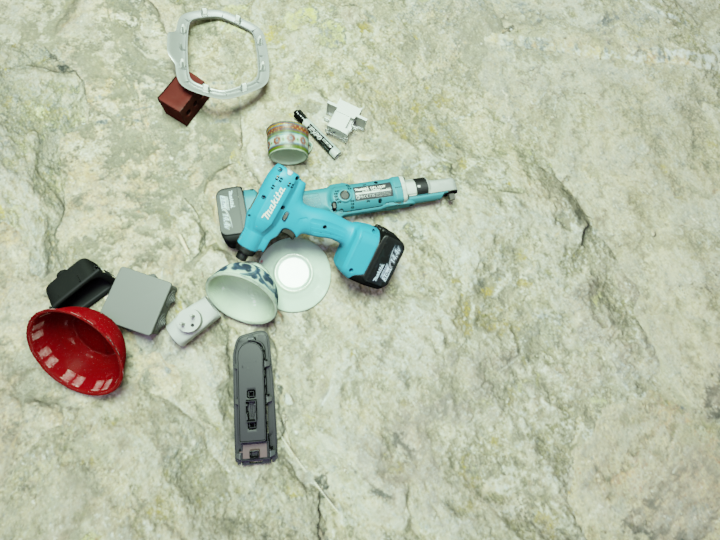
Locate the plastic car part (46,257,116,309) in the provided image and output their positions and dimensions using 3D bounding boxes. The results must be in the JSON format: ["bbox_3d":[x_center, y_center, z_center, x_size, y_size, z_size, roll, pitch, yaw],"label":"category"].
[{"bbox_3d":[-0.470,0.024,0.695,0.116,0.064,0.074,-37,68,-8],"label":"plastic car part"}]

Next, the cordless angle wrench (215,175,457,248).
[{"bbox_3d":[-0.032,-0.121,0.742,0.418,0.074,0.099,-10,79,-7],"label":"cordless angle wrench"}]

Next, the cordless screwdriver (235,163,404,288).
[{"bbox_3d":[-0.066,-0.043,0.676,0.241,0.077,0.159,28,98,-17],"label":"cordless screwdriver"}]

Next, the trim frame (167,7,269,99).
[{"bbox_3d":[-0.264,-0.413,0.792,0.180,0.027,0.256,-3,64,-14],"label":"trim frame"}]

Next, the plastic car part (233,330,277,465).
[{"bbox_3d":[-0.171,0.197,0.663,0.066,0.065,0.207,-6,74,1],"label":"plastic car part"}]
